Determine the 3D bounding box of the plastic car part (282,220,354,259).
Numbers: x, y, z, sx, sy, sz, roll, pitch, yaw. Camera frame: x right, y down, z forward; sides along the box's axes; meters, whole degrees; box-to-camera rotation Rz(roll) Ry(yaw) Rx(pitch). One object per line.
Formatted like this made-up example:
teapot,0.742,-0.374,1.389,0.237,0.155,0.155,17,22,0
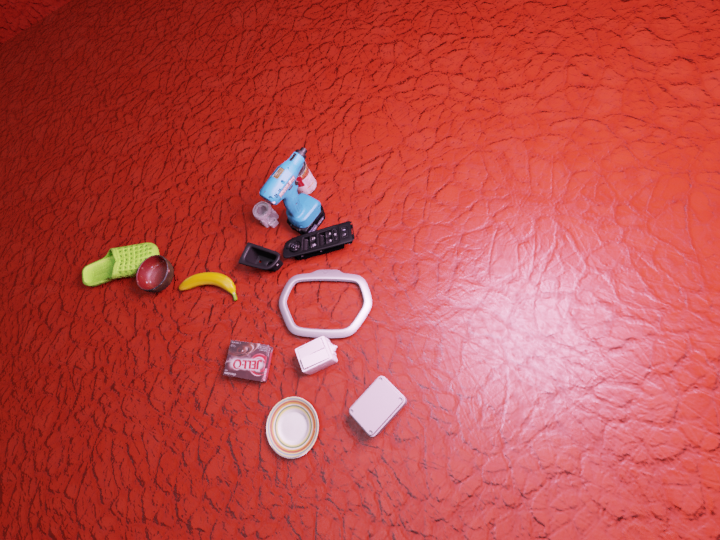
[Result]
plastic car part,-0.111,-0.073,1.134,0.207,0.064,0.068,-12,66,13

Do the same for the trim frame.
trim frame,-0.093,0.081,1.085,0.255,0.026,0.187,-2,68,17

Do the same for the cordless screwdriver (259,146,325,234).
cordless screwdriver,-0.159,-0.199,1.105,0.078,0.238,0.159,31,80,23

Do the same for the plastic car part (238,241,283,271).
plastic car part,-0.264,-0.025,1.163,0.121,0.068,0.066,16,74,22
